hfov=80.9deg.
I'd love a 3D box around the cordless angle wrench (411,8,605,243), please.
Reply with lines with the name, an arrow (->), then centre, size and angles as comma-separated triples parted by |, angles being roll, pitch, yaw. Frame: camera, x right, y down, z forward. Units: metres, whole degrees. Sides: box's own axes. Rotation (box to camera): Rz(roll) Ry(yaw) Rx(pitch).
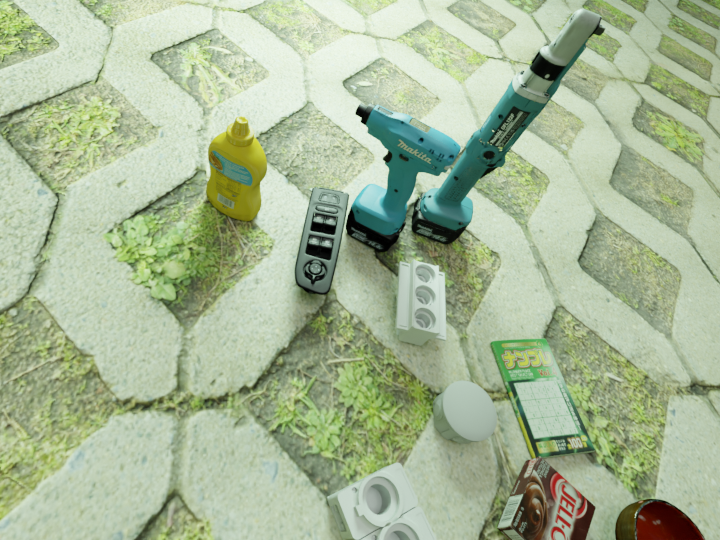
cordless angle wrench -> 0.203, -0.195, 0.662 | 0.097, 0.420, 0.075 | 22, 54, -6

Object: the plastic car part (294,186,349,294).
plastic car part -> -0.069, -0.045, 0.703 | 0.065, 0.066, 0.207 | 14, 54, -9

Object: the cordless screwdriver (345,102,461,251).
cordless screwdriver -> 0.035, -0.147, 0.690 | 0.161, 0.247, 0.074 | 32, 54, 3
